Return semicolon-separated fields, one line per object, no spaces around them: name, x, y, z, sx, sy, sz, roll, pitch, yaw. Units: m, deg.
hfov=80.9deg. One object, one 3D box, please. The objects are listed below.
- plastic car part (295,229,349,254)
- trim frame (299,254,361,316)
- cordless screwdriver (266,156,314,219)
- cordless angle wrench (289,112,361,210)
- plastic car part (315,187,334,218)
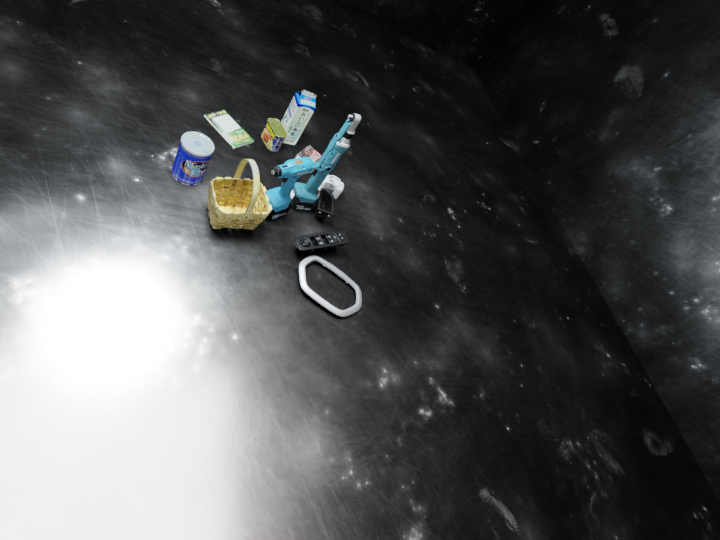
plastic car part;-0.141;-0.092;1.441;0.194;0.067;0.069;-10;64;-39
trim frame;-0.098;0.049;1.383;0.246;0.028;0.185;34;44;-6
cordless screwdriver;-0.262;-0.264;1.369;0.154;0.251;0.076;-26;77;-45
cordless angle wrench;-0.116;-0.357;1.414;0.093;0.427;0.077;5;56;-34
plastic car part;-0.138;-0.238;1.559;0.063;0.071;0.120;19;48;-23
